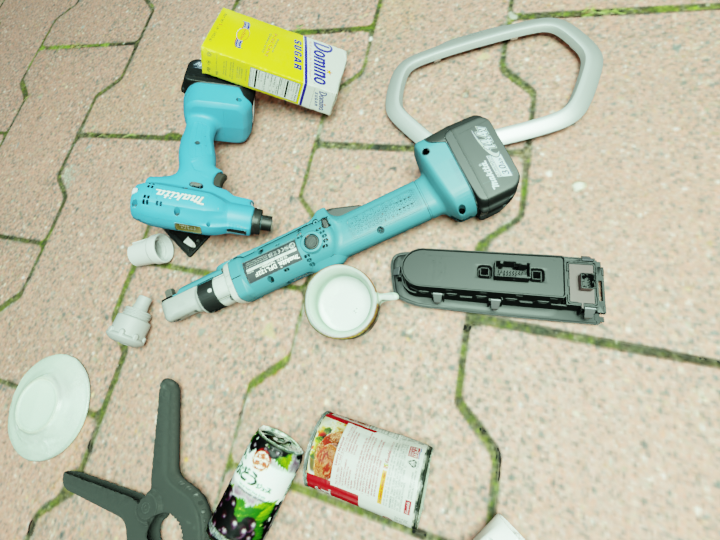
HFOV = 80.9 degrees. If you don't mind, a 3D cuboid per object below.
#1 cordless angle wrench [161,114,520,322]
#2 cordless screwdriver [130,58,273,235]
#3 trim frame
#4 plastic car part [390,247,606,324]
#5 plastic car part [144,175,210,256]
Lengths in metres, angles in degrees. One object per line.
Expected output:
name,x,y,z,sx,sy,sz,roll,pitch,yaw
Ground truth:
cordless angle wrench,-0.047,-0.031,0.478,0.428,0.072,0.100,-24,76,11
cordless screwdriver,-0.177,-0.155,0.544,0.158,0.073,0.254,8,61,-6
trim frame,0.154,-0.228,0.515,0.254,0.026,0.189,-12,68,15
plastic car part,0.126,0.009,0.416,0.210,0.064,0.067,3,79,21
plastic car part,-0.254,-0.084,0.565,0.121,0.068,0.066,38,82,22
